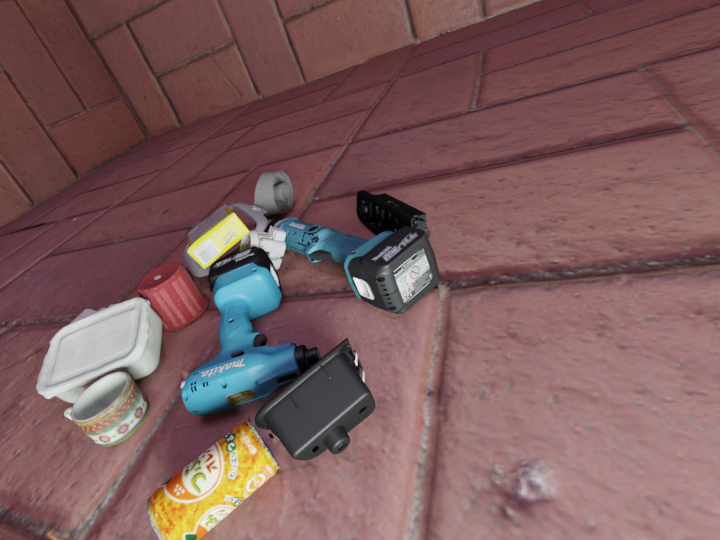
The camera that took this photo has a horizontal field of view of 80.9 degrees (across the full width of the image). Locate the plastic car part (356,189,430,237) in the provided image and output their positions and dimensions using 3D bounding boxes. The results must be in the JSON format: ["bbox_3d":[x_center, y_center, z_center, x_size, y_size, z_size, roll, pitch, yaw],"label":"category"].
[{"bbox_3d":[0.050,-0.086,0.665,0.066,0.064,0.214,-22,29,-18],"label":"plastic car part"}]

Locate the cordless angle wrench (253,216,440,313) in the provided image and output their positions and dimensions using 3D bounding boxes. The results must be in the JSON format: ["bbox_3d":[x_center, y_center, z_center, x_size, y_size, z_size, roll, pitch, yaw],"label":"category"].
[{"bbox_3d":[-0.066,-0.043,0.674,0.096,0.071,0.446,-37,32,-23],"label":"cordless angle wrench"}]

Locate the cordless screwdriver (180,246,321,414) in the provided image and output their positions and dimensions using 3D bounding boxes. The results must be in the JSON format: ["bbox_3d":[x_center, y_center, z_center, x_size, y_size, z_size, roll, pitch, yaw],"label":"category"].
[{"bbox_3d":[-0.137,0.062,0.560,0.160,0.071,0.258,-21,35,4],"label":"cordless screwdriver"}]

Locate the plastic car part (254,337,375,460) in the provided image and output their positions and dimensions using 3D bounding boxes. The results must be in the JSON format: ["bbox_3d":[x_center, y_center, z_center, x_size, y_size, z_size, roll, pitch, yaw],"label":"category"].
[{"bbox_3d":[-0.032,0.134,0.400,0.115,0.063,0.075,-38,47,-17],"label":"plastic car part"}]

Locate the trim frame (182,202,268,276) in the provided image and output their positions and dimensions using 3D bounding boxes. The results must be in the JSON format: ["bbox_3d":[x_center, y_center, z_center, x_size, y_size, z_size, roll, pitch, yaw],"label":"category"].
[{"bbox_3d":[-0.264,-0.067,0.823,0.183,0.026,0.262,-44,34,-10],"label":"trim frame"}]
